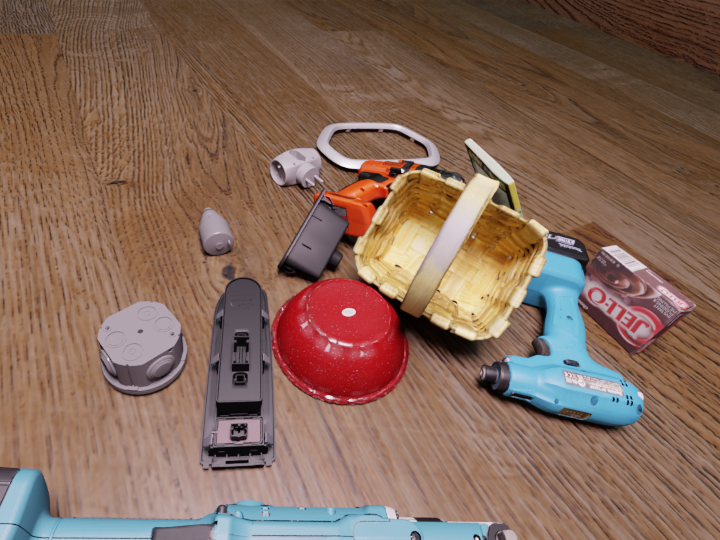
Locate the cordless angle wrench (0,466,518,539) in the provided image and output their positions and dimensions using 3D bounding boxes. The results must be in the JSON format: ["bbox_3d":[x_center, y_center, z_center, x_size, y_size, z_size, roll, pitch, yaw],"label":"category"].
[{"bbox_3d":[-0.083,0.197,0.302,0.415,0.096,0.077,7,43,-11],"label":"cordless angle wrench"}]

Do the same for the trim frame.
[{"bbox_3d":[0.035,-0.239,0.819,0.241,0.027,0.193,-6,45,-20],"label":"trim frame"}]

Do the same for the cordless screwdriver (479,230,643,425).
[{"bbox_3d":[0.218,0.053,0.519,0.159,0.073,0.254,11,47,-1],"label":"cordless screwdriver"}]

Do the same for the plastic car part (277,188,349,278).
[{"bbox_3d":[-0.054,-0.036,0.557,0.070,0.066,0.117,26,69,-6],"label":"plastic car part"}]

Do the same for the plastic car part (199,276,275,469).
[{"bbox_3d":[-0.123,0.083,0.427,0.065,0.065,0.211,-5,43,-9],"label":"plastic car part"}]
